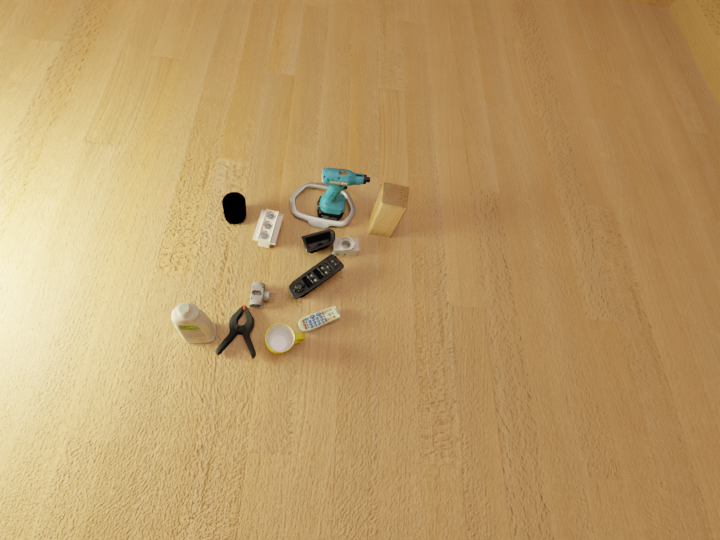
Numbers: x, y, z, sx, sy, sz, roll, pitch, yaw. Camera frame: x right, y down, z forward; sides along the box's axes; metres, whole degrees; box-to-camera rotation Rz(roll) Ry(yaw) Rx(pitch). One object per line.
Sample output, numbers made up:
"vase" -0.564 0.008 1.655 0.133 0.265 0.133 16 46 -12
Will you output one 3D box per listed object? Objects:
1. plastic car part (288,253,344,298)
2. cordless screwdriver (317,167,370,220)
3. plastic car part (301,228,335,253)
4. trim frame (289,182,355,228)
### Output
"plastic car part" -0.153 0.028 1.410 0.200 0.066 0.068 -35 75 -22
"cordless screwdriver" -0.067 -0.264 1.466 0.157 0.246 0.076 6 65 -9
"plastic car part" -0.144 -0.094 1.470 0.114 0.070 0.068 -18 69 -17
"trim frame" -0.140 -0.242 1.568 0.248 0.027 0.187 11 63 -2
